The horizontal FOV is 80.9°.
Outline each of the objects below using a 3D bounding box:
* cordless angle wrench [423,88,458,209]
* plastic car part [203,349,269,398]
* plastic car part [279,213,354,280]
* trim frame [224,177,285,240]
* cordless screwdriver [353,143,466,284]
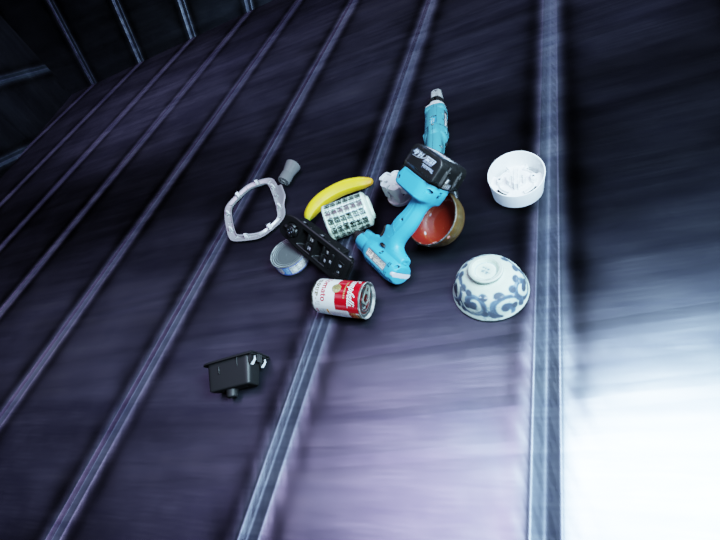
[{"bbox_3d":[0.174,-0.305,0.971,0.077,0.093,0.432,-11,46,22],"label":"cordless angle wrench"},{"bbox_3d":[-0.233,0.198,0.785,0.118,0.062,0.073,-20,60,15],"label":"plastic car part"},{"bbox_3d":[-0.087,-0.057,0.890,0.212,0.065,0.065,35,41,24],"label":"plastic car part"},{"bbox_3d":[-0.284,-0.169,1.134,0.185,0.026,0.260,-27,44,3],"label":"trim frame"},{"bbox_3d":[0.076,-0.115,0.801,0.168,0.070,0.247,47,118,43],"label":"cordless screwdriver"}]
